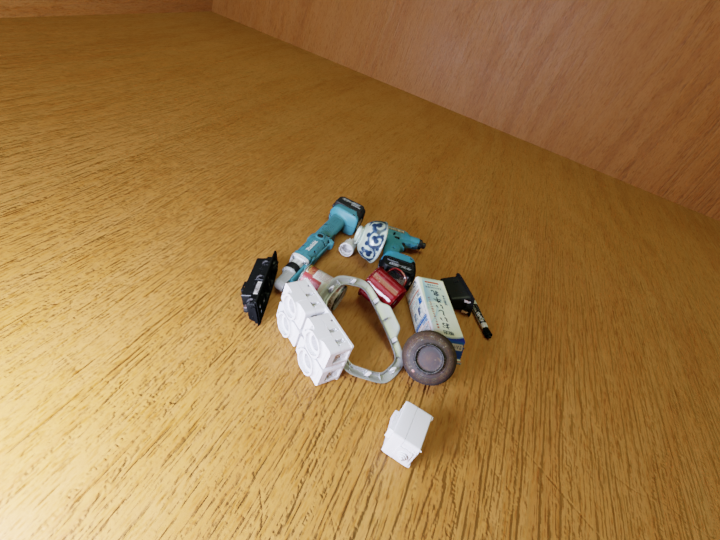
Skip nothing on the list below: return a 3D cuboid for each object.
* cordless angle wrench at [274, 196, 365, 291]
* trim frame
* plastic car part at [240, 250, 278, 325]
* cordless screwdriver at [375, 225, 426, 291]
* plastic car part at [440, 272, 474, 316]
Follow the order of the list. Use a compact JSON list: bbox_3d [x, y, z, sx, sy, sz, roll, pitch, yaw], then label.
[{"bbox_3d":[-0.110,-0.072,1.125,0.100,0.073,0.420,26,40,9],"label":"cordless angle wrench"},{"bbox_3d":[0.005,0.119,0.907,0.176,0.028,0.258,-7,60,-37],"label":"trim frame"},{"bbox_3d":[-0.228,0.032,0.955,0.068,0.064,0.206,-3,37,12],"label":"plastic car part"},{"bbox_3d":[0.114,-0.038,1.173,0.158,0.073,0.254,15,33,-6],"label":"cordless screwdriver"},{"bbox_3d":[0.244,0.061,1.118,0.070,0.064,0.121,-5,38,-10],"label":"plastic car part"}]
